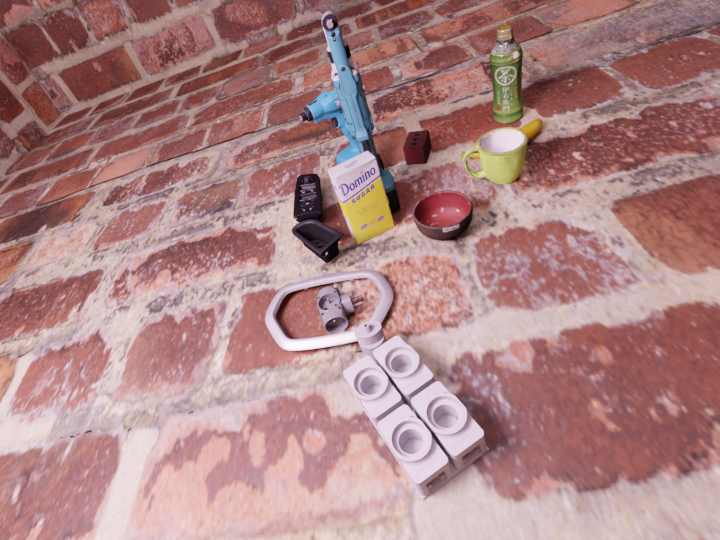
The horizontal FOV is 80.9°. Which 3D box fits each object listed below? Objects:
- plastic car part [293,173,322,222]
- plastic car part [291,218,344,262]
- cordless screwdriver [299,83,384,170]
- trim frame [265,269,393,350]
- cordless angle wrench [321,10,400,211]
[{"bbox_3d":[-0.122,-0.173,1.031,0.067,0.064,0.210,-16,43,7],"label":"plastic car part"},{"bbox_3d":[-0.088,-0.057,0.896,0.065,0.067,0.123,-40,45,-19],"label":"plastic car part"},{"bbox_3d":[-0.041,-0.310,1.003,0.158,0.237,0.079,-32,42,-11],"label":"cordless screwdriver"},{"bbox_3d":[-0.061,0.067,0.790,0.252,0.026,0.190,-14,43,11],"label":"trim frame"},{"bbox_3d":[-0.002,-0.295,0.847,0.075,0.403,0.101,-14,42,8],"label":"cordless angle wrench"}]
